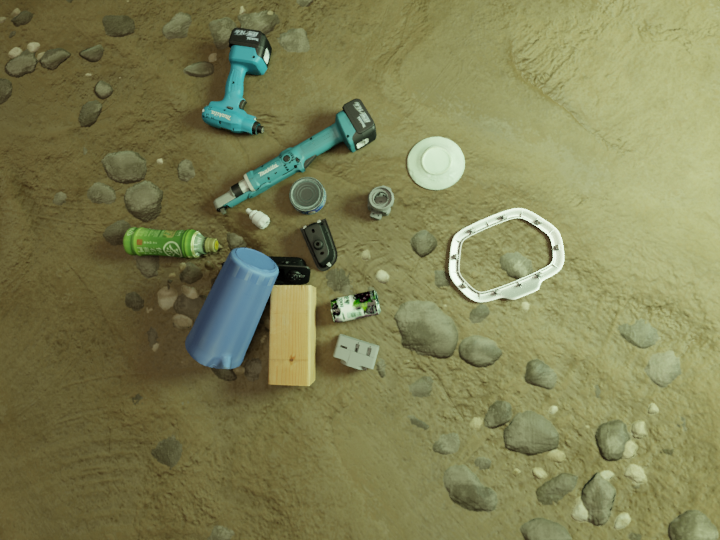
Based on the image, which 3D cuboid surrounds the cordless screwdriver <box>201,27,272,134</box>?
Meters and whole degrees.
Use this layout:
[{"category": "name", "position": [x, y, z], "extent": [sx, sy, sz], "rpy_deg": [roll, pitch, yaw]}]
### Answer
[{"category": "cordless screwdriver", "position": [-0.282, -0.462, 1.050], "extent": [0.162, 0.073, 0.249], "rpy_deg": [18, 88, 9]}]

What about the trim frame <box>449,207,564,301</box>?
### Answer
[{"category": "trim frame", "position": [0.314, -0.032, 0.916], "extent": [0.249, 0.027, 0.187], "rpy_deg": [-22, 80, 3]}]

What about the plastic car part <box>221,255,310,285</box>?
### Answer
[{"category": "plastic car part", "position": [-0.210, -0.002, 0.972], "extent": [0.207, 0.068, 0.064], "rpy_deg": [4, 123, 11]}]

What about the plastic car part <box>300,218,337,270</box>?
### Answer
[{"category": "plastic car part", "position": [-0.094, -0.061, 0.959], "extent": [0.066, 0.069, 0.119], "rpy_deg": [-23, 77, 4]}]

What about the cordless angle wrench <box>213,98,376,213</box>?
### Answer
[{"category": "cordless angle wrench", "position": [-0.166, -0.256, 1.003], "extent": [0.425, 0.072, 0.100], "rpy_deg": [-28, 80, 5]}]
